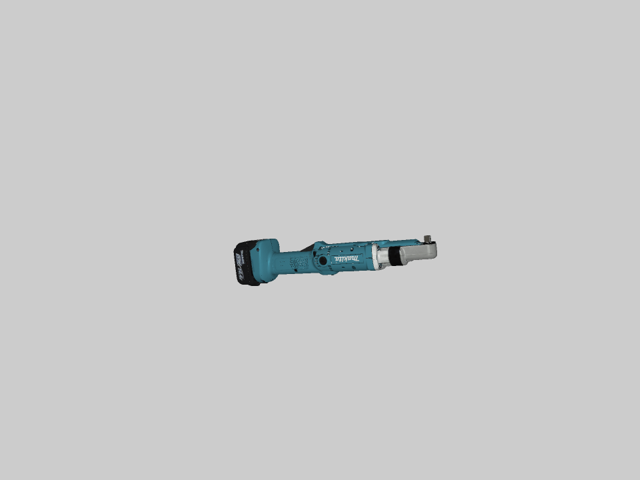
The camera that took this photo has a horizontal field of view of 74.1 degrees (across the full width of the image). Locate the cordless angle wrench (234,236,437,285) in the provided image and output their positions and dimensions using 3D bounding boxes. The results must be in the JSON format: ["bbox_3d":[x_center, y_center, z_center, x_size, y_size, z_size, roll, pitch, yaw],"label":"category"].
[{"bbox_3d":[0.016,0.035,0.829,0.424,0.098,0.074,-5,3,31],"label":"cordless angle wrench"}]
